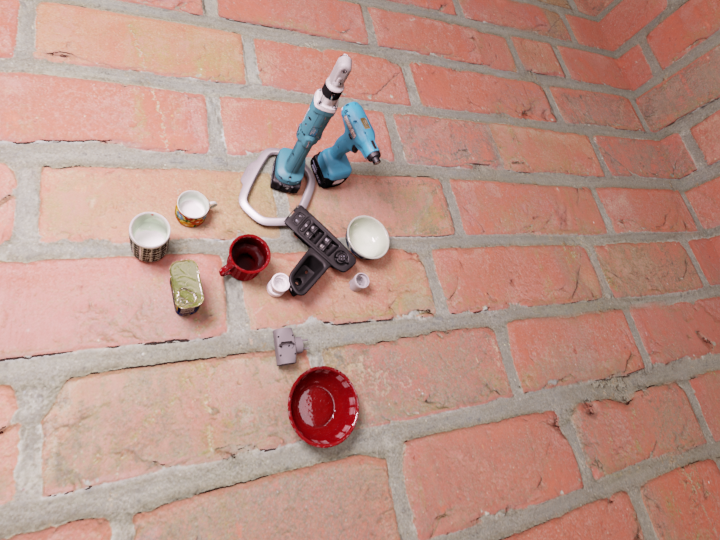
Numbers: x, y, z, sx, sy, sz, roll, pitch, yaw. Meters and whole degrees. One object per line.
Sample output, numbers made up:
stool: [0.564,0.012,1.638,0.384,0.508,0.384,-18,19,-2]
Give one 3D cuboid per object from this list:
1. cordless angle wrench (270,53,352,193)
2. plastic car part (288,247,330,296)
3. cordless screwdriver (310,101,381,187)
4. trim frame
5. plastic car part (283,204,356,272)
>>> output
cordless angle wrench: [-0.114,-0.311,0.947,0.072,0.428,0.100,12,66,-22]
plastic car part: [-0.136,0.015,1.001,0.066,0.072,0.116,41,59,-5]
cordless screwdriver: [-0.036,-0.285,1.069,0.072,0.252,0.162,-17,78,-30]
trim frame: [-0.216,-0.219,1.097,0.180,0.028,0.251,24,61,-11]
plastic car part: [-0.103,-0.067,1.053,0.202,0.068,0.066,40,59,-2]
